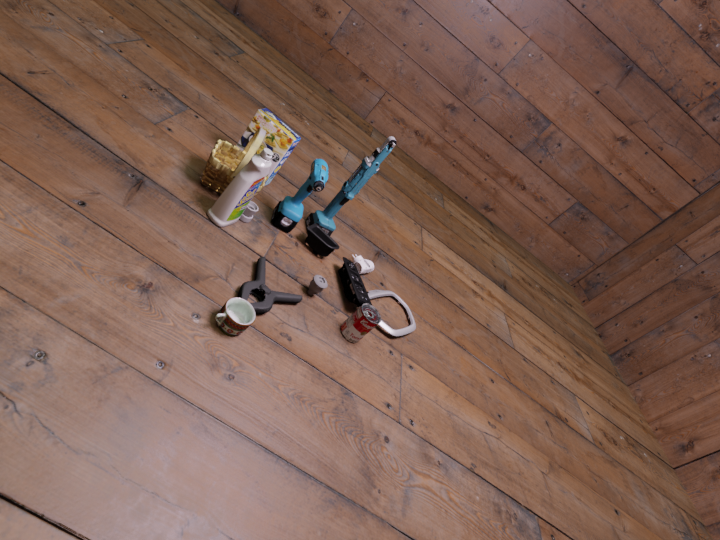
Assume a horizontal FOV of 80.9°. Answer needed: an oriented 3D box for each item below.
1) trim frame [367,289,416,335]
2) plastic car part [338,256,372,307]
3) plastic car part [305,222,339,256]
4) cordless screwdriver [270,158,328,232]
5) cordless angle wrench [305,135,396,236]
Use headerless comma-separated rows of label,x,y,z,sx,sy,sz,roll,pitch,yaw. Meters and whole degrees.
trim frame,0.096,0.133,1.390,0.237,0.028,0.191,-6,53,-53
plastic car part,-0.025,0.043,1.328,0.063,0.067,0.212,21,35,-34
plastic car part,-0.134,-0.088,1.373,0.118,0.071,0.064,46,29,6
cordless screwdriver,-0.184,-0.219,1.308,0.071,0.251,0.164,30,32,-24
cordless angle wrench,-0.030,-0.267,1.374,0.071,0.426,0.102,24,35,-32
